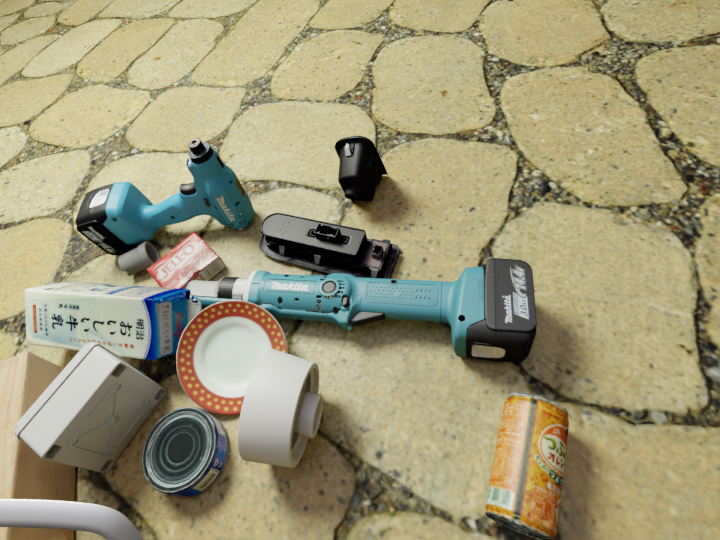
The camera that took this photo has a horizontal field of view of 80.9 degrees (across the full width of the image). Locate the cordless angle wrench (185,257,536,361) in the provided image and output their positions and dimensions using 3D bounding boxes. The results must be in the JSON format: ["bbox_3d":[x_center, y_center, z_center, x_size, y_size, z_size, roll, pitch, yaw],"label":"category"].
[{"bbox_3d":[-0.030,0.035,0.507,0.436,0.071,0.099,2,58,19],"label":"cordless angle wrench"}]

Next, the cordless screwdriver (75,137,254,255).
[{"bbox_3d":[-0.297,-0.106,0.621,0.252,0.152,0.077,-9,55,10],"label":"cordless screwdriver"}]

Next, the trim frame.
[{"bbox_3d":[-0.285,0.276,0.355,0.246,0.028,0.183,3,96,-6],"label":"trim frame"}]

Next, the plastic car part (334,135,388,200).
[{"bbox_3d":[-0.006,-0.134,0.599,0.068,0.112,0.071,6,82,15],"label":"plastic car part"}]

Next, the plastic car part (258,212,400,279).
[{"bbox_3d":[-0.056,-0.036,0.569,0.212,0.064,0.067,12,68,24],"label":"plastic car part"}]
